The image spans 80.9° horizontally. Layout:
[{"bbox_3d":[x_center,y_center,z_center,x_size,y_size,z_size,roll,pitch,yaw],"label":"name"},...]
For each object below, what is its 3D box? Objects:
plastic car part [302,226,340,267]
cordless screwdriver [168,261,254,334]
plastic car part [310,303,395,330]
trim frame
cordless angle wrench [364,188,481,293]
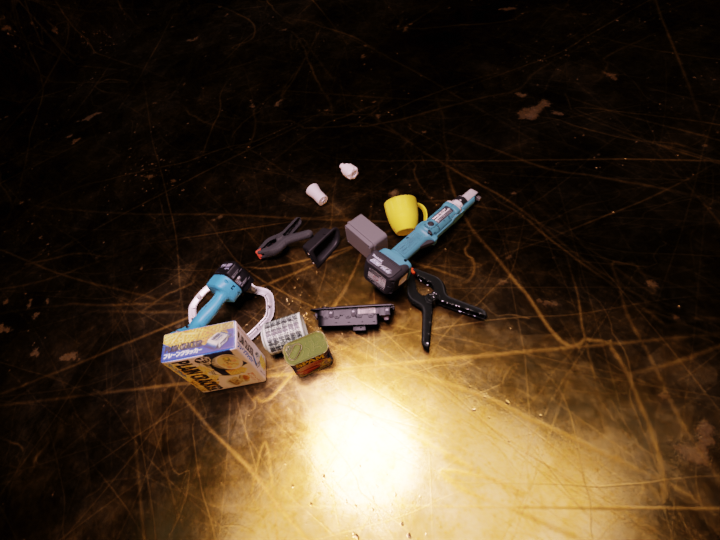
[{"bbox_3d":[-0.115,-0.075,1.179,0.075,0.063,0.116,17,56,38],"label":"plastic car part"},{"bbox_3d":[-0.389,0.093,1.074,0.166,0.071,0.249,-7,44,46],"label":"cordless screwdriver"},{"bbox_3d":[-0.020,0.113,1.024,0.207,0.064,0.068,0,81,11],"label":"plastic car part"},{"bbox_3d":[-0.347,0.103,1.123,0.256,0.026,0.187,4,56,17],"label":"trim frame"},{"bbox_3d":[0.178,-0.102,1.098,0.102,0.072,0.417,37,60,24],"label":"cordless angle wrench"}]
